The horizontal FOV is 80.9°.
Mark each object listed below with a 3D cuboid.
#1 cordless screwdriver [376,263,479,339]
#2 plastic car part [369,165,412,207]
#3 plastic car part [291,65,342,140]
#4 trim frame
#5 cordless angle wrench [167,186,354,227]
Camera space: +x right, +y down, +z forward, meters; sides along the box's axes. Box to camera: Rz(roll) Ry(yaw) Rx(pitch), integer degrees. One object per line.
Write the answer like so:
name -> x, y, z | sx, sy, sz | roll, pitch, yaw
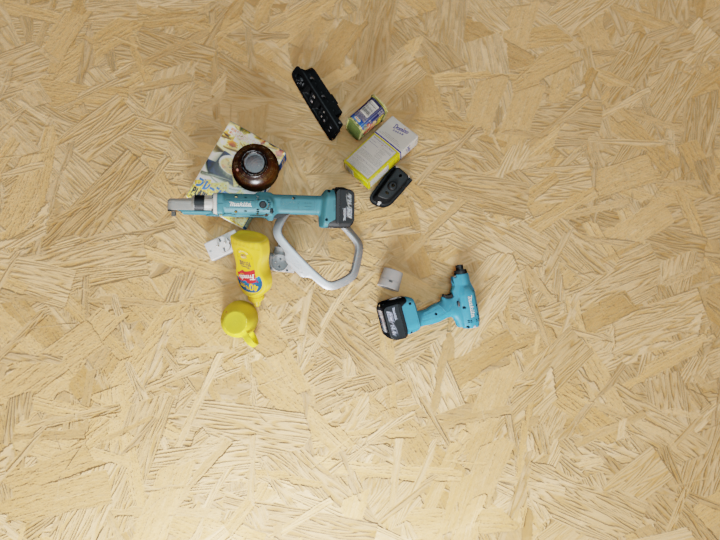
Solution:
cordless screwdriver -> 0.167, 0.080, 1.048 | 0.246, 0.075, 0.160 | -9, 87, -8
plastic car part -> 0.079, -0.212, 1.062 | 0.066, 0.071, 0.116 | 39, 82, -2
plastic car part -> -0.102, -0.435, 1.071 | 0.066, 0.067, 0.203 | -36, 89, -16
trim frame -> -0.102, -0.067, 1.043 | 0.248, 0.028, 0.182 | 45, 67, -2
cordless angle wrench -> -0.227, -0.150, 0.982 | 0.415, 0.076, 0.098 | 0, 93, -11
